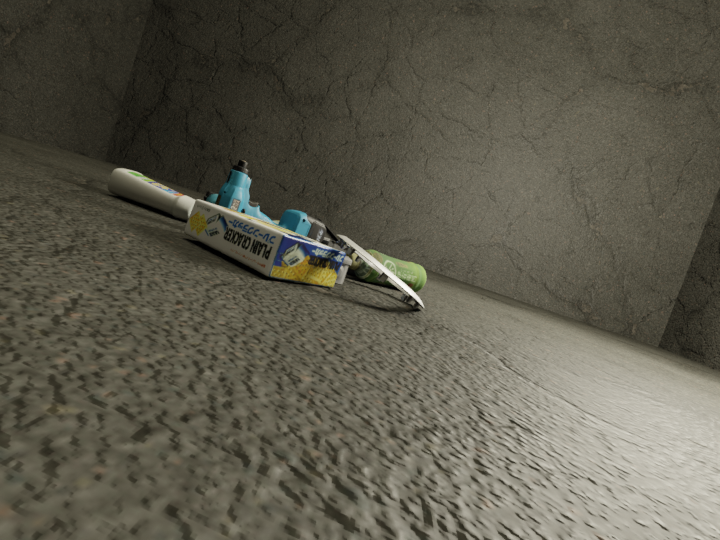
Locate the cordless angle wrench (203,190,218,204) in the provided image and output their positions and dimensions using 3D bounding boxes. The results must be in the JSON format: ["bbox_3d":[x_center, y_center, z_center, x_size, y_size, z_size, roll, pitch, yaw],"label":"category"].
[{"bbox_3d":[-0.334,-0.150,1.087,0.094,0.074,0.443,16,3,-29],"label":"cordless angle wrench"}]

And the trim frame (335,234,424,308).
[{"bbox_3d":[0.033,0.005,0.745,0.192,0.027,0.238,40,2,21],"label":"trim frame"}]

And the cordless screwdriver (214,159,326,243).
[{"bbox_3d":[-0.184,-0.117,0.880,0.235,0.159,0.078,17,3,-41],"label":"cordless screwdriver"}]

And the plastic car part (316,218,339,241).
[{"bbox_3d":[-0.101,-0.066,1.038,0.119,0.066,0.069,49,43,13],"label":"plastic car part"}]
